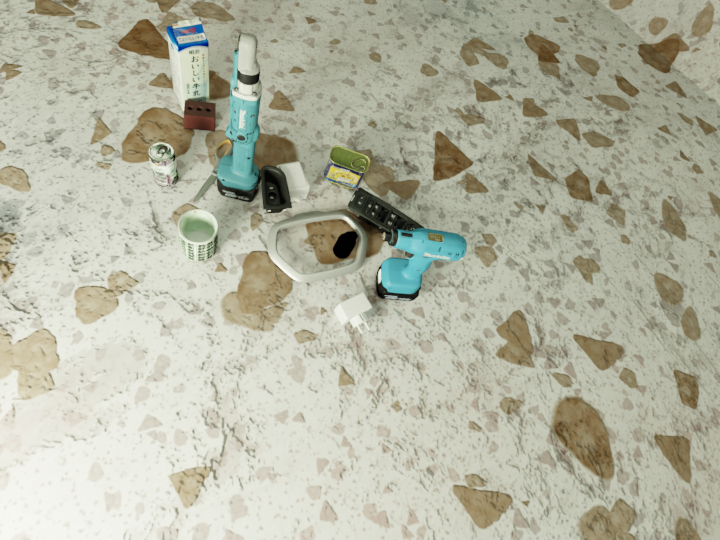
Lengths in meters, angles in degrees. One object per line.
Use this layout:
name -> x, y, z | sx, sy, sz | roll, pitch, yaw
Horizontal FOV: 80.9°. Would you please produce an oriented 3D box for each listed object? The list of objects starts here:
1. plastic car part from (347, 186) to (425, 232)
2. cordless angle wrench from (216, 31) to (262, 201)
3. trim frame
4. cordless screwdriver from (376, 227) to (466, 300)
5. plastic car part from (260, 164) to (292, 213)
plastic car part -> 0.062, -0.120, 1.035 | 0.204, 0.066, 0.066 | 28, 61, 1
cordless angle wrench -> -0.235, -0.285, 0.848 | 0.096, 0.422, 0.076 | 14, 63, -12
trim frame -> -0.097, -0.063, 0.992 | 0.242, 0.027, 0.190 | -14, 68, -20
cordless screwdriver -> 0.090, -0.015, 0.885 | 0.156, 0.248, 0.076 | 9, 64, -13
plastic car part -> -0.206, -0.182, 1.002 | 0.064, 0.070, 0.120 | -4, 66, -18
